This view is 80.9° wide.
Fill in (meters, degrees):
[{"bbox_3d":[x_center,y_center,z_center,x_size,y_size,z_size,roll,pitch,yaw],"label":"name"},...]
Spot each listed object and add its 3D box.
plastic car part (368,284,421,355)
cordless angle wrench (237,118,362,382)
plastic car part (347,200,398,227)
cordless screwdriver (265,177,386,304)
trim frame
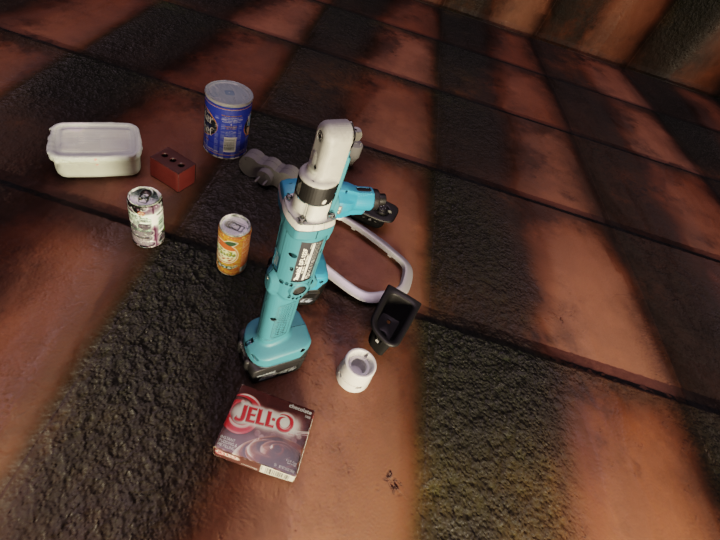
[{"bbox_3d":[0.045,0.093,0.710,0.067,0.070,0.116,29,47,7],"label":"plastic car part"},{"bbox_3d":[-0.082,0.004,0.512,0.095,0.418,0.078,-10,56,-29],"label":"cordless angle wrench"},{"bbox_3d":[-0.021,-0.141,0.904,0.203,0.066,0.067,19,46,0],"label":"plastic car part"},{"bbox_3d":[-0.066,-0.043,0.679,0.154,0.246,0.077,0,51,-20],"label":"cordless screwdriver"},{"bbox_3d":[-0.010,-0.031,0.835,0.256,0.027,0.181,35,49,15],"label":"trim frame"}]
